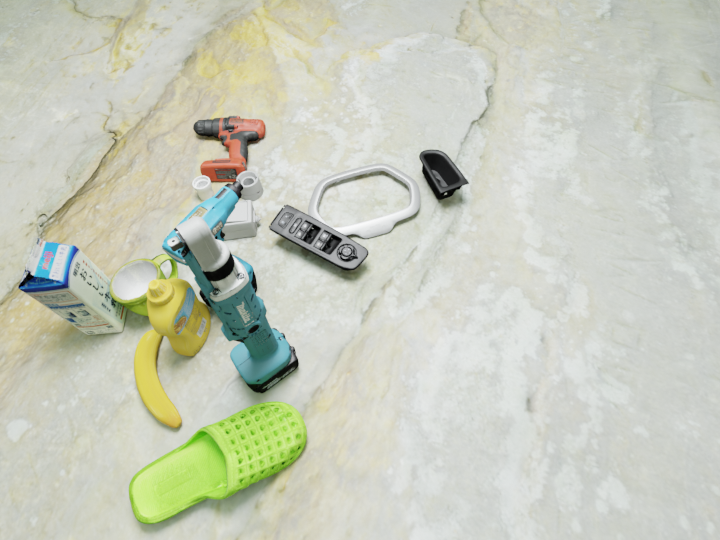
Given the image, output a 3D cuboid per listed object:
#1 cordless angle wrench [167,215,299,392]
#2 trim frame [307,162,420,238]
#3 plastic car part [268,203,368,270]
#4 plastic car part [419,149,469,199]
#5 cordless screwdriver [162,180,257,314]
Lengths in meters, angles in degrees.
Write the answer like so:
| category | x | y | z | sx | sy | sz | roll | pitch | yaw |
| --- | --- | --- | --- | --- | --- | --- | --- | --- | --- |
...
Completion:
| category | x | y | z | sx | sy | sz | roll | pitch | yaw |
| --- | --- | --- | --- | --- | --- | --- | --- | --- | --- |
| cordless angle wrench | -0.160 | 0.061 | 0.572 | 0.097 | 0.409 | 0.078 | -34 | 65 | -19 |
| trim frame | 0.007 | -0.153 | 0.920 | 0.247 | 0.026 | 0.192 | -17 | 58 | -6 |
| plastic car part | -0.082 | -0.054 | 0.842 | 0.211 | 0.065 | 0.066 | 27 | 63 | 19 |
| plastic car part | 0.169 | -0.200 | 0.910 | 0.065 | 0.068 | 0.122 | -20 | 59 | -10 |
| cordless screwdriver | -0.237 | -0.031 | 0.737 | 0.077 | 0.241 | 0.159 | 26 | 63 | 15 |
